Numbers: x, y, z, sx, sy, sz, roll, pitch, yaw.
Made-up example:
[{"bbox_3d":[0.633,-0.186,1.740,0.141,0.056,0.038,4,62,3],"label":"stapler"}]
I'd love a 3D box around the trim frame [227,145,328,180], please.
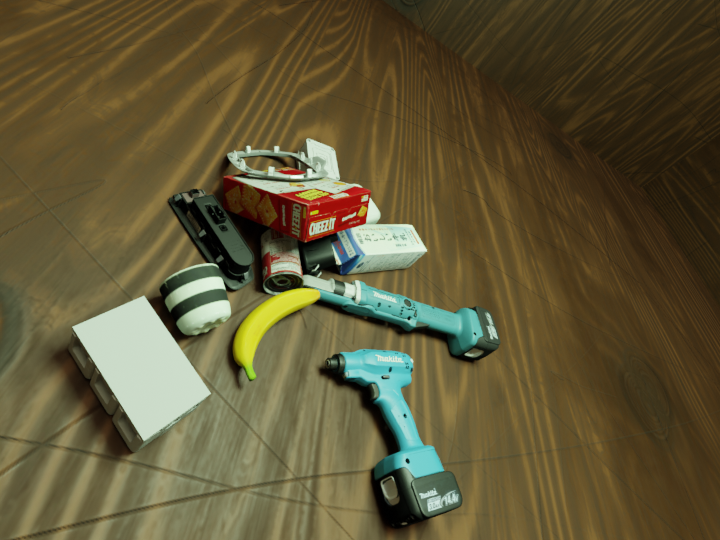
[{"bbox_3d":[-0.161,-0.213,0.826,0.178,0.027,0.261,-4,25,-24],"label":"trim frame"}]

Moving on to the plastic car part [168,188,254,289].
[{"bbox_3d":[-0.235,-0.064,0.702,0.064,0.068,0.208,-17,68,-53],"label":"plastic car part"}]

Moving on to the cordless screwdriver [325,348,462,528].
[{"bbox_3d":[0.039,0.235,0.633,0.152,0.075,0.259,10,46,-31],"label":"cordless screwdriver"}]

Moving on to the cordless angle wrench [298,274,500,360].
[{"bbox_3d":[0.076,0.077,0.805,0.408,0.075,0.101,18,46,-21],"label":"cordless angle wrench"}]

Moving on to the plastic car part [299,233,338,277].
[{"bbox_3d":[-0.076,-0.049,0.773,0.071,0.064,0.120,-12,66,-1],"label":"plastic car part"}]
